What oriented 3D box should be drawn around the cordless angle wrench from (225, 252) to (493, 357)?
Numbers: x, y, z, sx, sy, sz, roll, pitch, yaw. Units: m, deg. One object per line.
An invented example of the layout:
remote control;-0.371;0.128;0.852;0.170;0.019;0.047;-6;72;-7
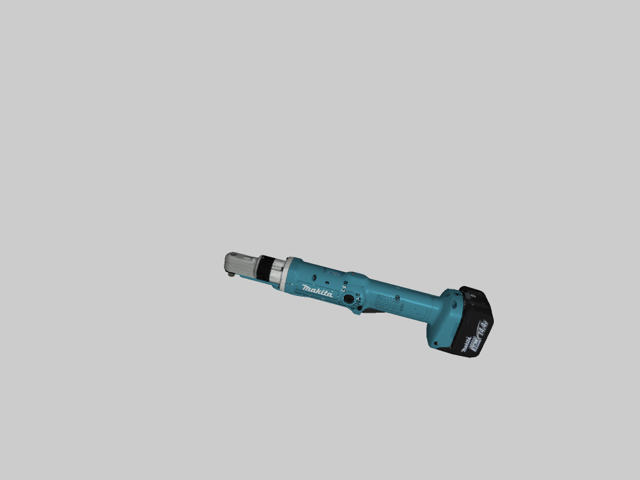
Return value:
cordless angle wrench;0.049;0.083;0.677;0.423;0.098;0.074;14;26;4
